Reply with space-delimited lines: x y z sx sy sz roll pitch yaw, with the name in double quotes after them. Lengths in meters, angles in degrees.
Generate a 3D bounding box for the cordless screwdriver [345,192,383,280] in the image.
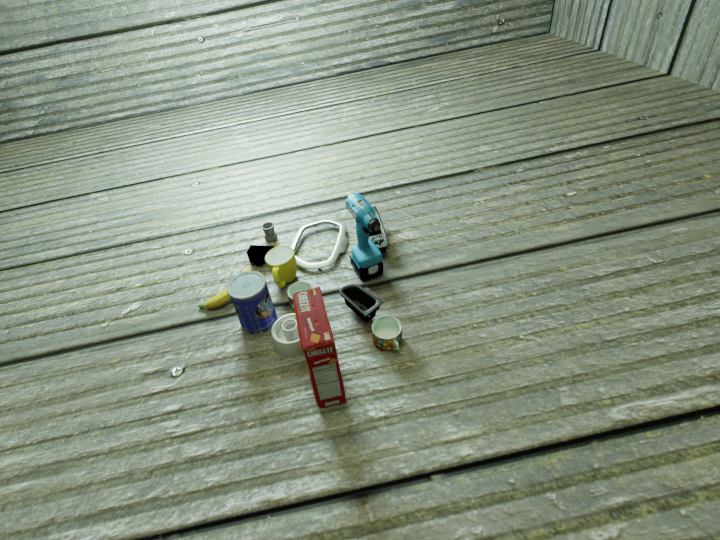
0.019 -0.077 1.167 0.073 0.239 0.168 -19 41 -14 "cordless screwdriver"

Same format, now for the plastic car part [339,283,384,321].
0.000 0.091 1.110 0.065 0.068 0.123 -33 45 -26 "plastic car part"

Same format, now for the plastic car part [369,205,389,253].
0.042 -0.122 1.349 0.066 0.064 0.212 -12 40 -4 "plastic car part"

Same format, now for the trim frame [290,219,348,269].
-0.135 -0.088 1.379 0.189 0.026 0.252 1 42 14 "trim frame"
